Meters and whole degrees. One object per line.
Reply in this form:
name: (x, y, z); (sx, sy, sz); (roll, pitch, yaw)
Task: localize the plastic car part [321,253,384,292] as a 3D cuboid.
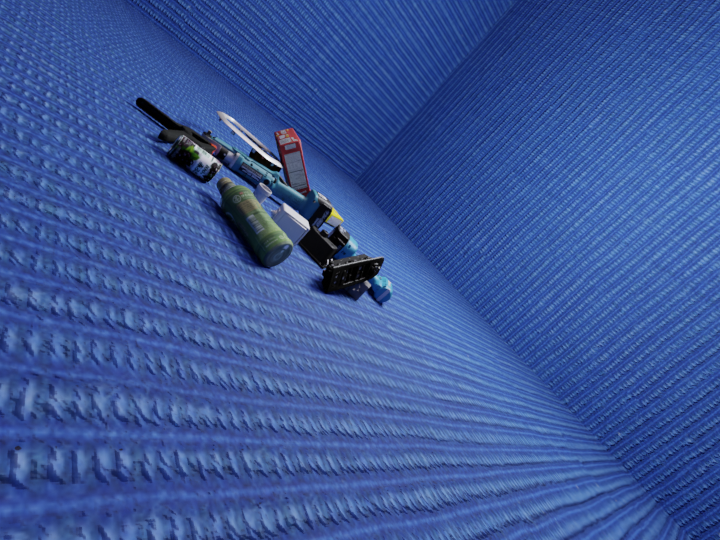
plastic car part: (-0.023, -0.002, 0.993); (0.071, 0.065, 0.194); (26, 25, 39)

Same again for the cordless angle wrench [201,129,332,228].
cordless angle wrench: (-0.269, -0.261, 1.209); (0.404, 0.098, 0.077); (31, 17, -25)

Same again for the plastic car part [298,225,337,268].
plastic car part: (-0.106, -0.069, 1.079); (0.119, 0.071, 0.064); (48, 12, 9)

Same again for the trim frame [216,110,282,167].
trim frame: (-0.327, -0.383, 1.248); (0.244, 0.027, 0.187); (38, 12, -11)

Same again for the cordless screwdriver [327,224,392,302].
cordless screwdriver: (-0.003, -0.022, 1.235); (0.247, 0.075, 0.159); (46, 12, -4)
